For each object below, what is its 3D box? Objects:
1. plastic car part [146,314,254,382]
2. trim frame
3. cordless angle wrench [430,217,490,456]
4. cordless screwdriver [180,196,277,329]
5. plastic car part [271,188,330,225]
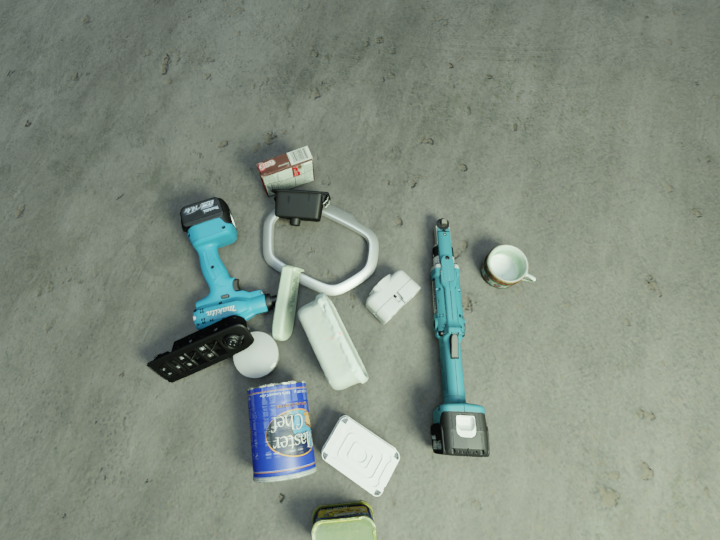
[{"bbox_3d":[-0.276,0.134,0.755,0.207,0.063,0.069,-22,30,18],"label":"plastic car part"},{"bbox_3d":[-0.084,-0.055,0.857,0.255,0.027,0.184,25,74,12],"label":"trim frame"},{"bbox_3d":[0.161,0.099,0.764,0.074,0.095,0.432,1,66,-1],"label":"cordless angle wrench"},{"bbox_3d":[-0.260,-0.019,0.828,0.158,0.073,0.254,-15,74,-4],"label":"cordless screwdriver"},{"bbox_3d":[-0.121,-0.124,0.847,0.118,0.065,0.071,2,85,5],"label":"plastic car part"}]
